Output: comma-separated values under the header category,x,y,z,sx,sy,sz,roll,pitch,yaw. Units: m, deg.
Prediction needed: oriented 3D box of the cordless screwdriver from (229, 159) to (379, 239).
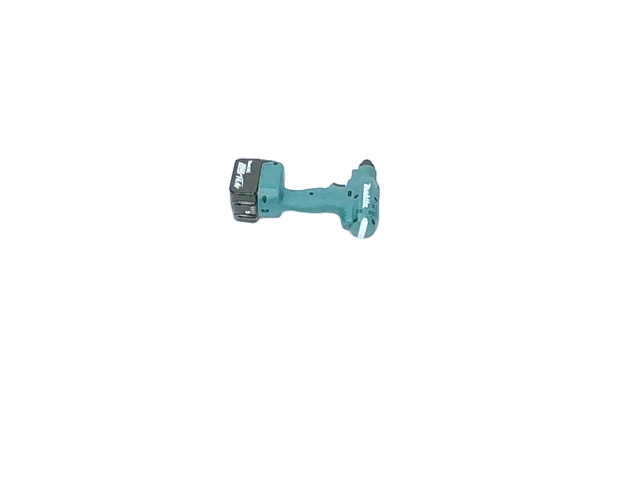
category,x,y,z,sx,sy,sz,roll,pitch,yaw
cordless screwdriver,-0.023,-0.090,0.724,0.249,0.158,0.074,8,-37,1
